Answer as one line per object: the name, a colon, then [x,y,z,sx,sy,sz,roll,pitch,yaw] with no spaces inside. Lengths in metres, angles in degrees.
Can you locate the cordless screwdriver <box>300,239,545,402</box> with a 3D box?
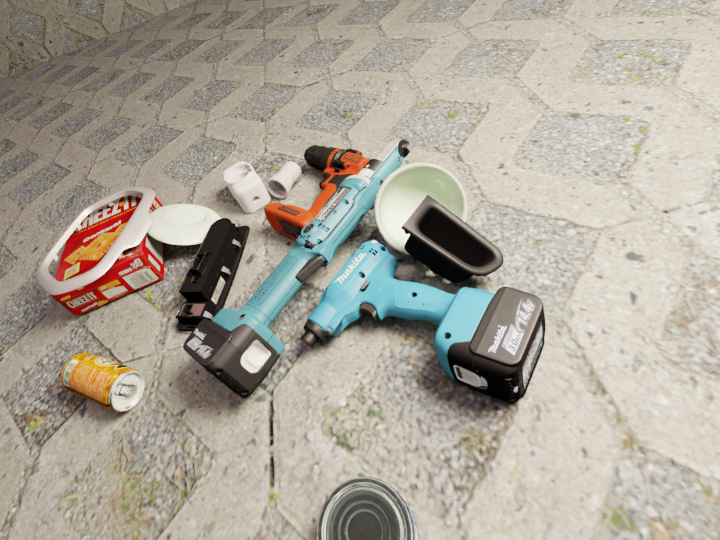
cordless screwdriver: [0.056,0.061,0.471,0.263,0.071,0.158,21,61,39]

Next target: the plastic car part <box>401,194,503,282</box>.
plastic car part: [0.101,-0.023,0.514,0.118,0.071,0.065,39,59,5]

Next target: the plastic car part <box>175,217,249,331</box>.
plastic car part: [-0.232,-0.007,0.654,0.068,0.064,0.207,-9,45,23]

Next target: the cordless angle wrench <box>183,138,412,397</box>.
cordless angle wrench: [-0.056,-0.036,0.570,0.103,0.071,0.421,11,57,49]

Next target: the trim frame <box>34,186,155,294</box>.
trim frame: [-0.436,-0.058,0.706,0.189,0.026,0.254,-8,45,17]
